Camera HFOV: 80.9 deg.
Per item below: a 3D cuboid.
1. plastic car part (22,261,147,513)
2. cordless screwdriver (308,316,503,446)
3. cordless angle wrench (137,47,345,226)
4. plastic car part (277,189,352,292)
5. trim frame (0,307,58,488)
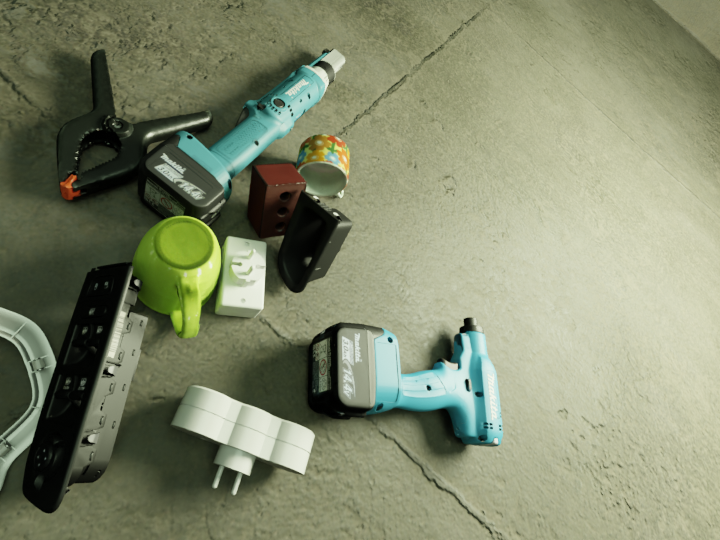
[{"bbox_3d":[-0.240,0.097,0.381,0.068,0.064,0.207,-5,61,18],"label":"plastic car part"},{"bbox_3d":[0.063,0.113,0.511,0.240,0.075,0.163,16,59,-22],"label":"cordless screwdriver"},{"bbox_3d":[-0.126,-0.217,0.594,0.097,0.075,0.422,37,53,-6],"label":"cordless angle wrench"},{"bbox_3d":[-0.051,-0.033,0.519,0.068,0.115,0.069,-12,46,-47],"label":"plastic car part"},{"bbox_3d":[-0.363,0.126,0.317,0.181,0.028,0.245,53,52,-10],"label":"trim frame"}]
